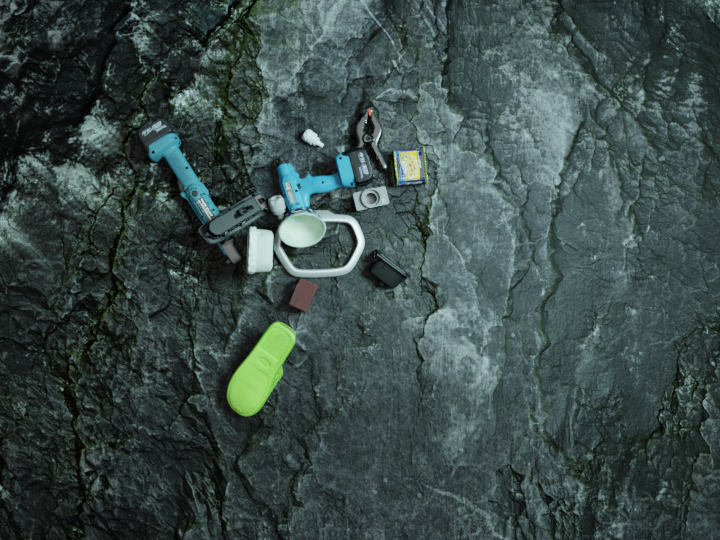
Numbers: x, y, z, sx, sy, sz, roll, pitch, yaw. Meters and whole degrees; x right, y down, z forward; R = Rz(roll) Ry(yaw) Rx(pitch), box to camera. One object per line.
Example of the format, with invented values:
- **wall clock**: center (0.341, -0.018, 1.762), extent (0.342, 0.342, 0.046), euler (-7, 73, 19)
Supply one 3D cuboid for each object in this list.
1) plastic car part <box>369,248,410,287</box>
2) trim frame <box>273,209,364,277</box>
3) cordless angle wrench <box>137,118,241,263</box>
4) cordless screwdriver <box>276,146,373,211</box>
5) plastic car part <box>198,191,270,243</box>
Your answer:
- **plastic car part**: center (0.069, 0.007, 1.138), extent (0.116, 0.066, 0.071), euler (40, 102, -3)
- **trim frame**: center (-0.113, -0.074, 1.152), extent (0.249, 0.027, 0.184), euler (-3, 88, 1)
- **cordless angle wrench**: center (-0.441, -0.203, 1.134), extent (0.098, 0.074, 0.422), euler (-33, 90, -4)
- **cordless screwdriver**: center (-0.098, -0.263, 1.125), extent (0.252, 0.073, 0.160), euler (-19, 88, 10)
- **plastic car part**: center (-0.322, -0.138, 1.102), extent (0.200, 0.069, 0.065), euler (-37, 103, -22)
